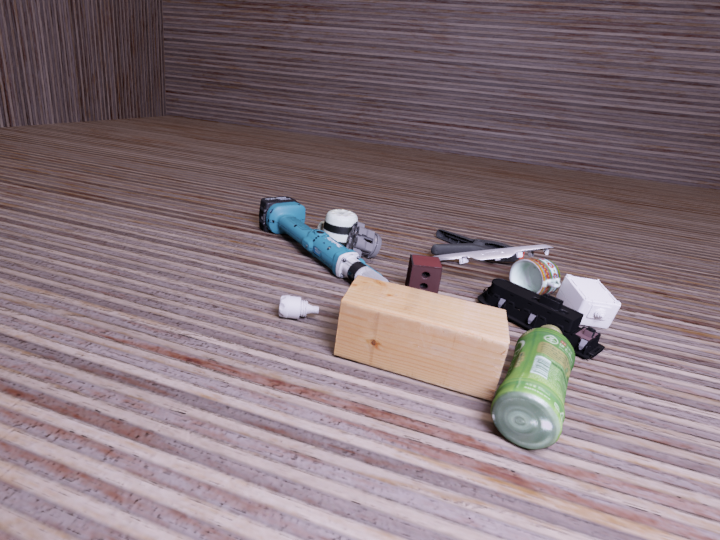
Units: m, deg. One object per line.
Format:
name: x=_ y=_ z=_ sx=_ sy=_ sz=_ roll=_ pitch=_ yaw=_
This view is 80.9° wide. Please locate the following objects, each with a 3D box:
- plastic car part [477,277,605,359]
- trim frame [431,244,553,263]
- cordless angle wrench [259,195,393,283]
plastic car part: x=0.290 y=0.067 z=0.702 sx=0.064 sy=0.065 sz=0.215 roll=-20 pitch=32 yaw=-36
trim frame: x=0.250 y=-0.028 z=0.848 sx=0.253 sy=0.028 sz=0.180 roll=-4 pitch=-2 yaw=9
cordless angle wrench: x=-0.087 y=-0.057 z=0.886 sx=0.094 sy=0.073 sz=0.448 roll=-11 pitch=31 yaw=-34
